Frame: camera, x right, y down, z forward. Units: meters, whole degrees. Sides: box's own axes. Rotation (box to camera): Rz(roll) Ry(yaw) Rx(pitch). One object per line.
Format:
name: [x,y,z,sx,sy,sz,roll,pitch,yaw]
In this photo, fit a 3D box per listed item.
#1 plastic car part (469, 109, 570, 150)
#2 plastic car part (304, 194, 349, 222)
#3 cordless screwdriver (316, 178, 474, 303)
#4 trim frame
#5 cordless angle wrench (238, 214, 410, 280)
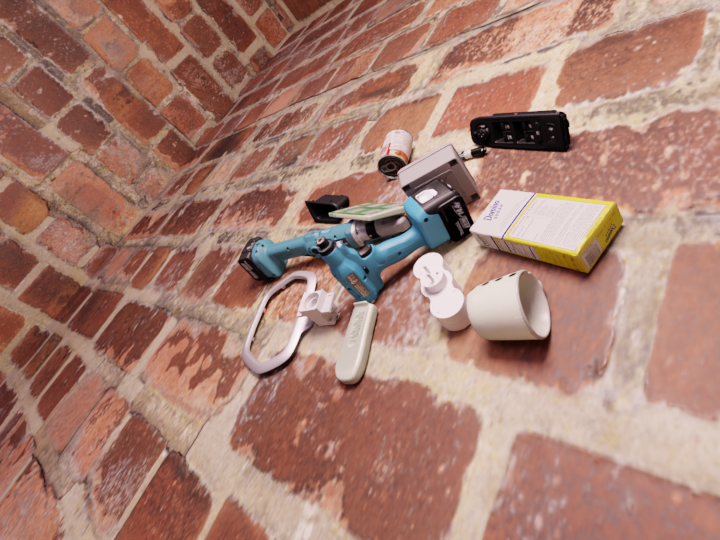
plastic car part: [0.289,-0.264,0.772,0.066,0.063,0.214,-44,33,-18]
plastic car part: [-0.069,-0.158,1.033,0.123,0.063,0.070,8,45,46]
cordless screwdriver: [0.055,-0.061,0.721,0.250,0.151,0.078,-36,33,9]
trim frame: [-0.168,0.102,0.890,0.191,0.026,0.252,-17,42,35]
cordless angle wrench: [-0.091,-0.059,0.926,0.439,0.093,0.075,-12,42,34]
